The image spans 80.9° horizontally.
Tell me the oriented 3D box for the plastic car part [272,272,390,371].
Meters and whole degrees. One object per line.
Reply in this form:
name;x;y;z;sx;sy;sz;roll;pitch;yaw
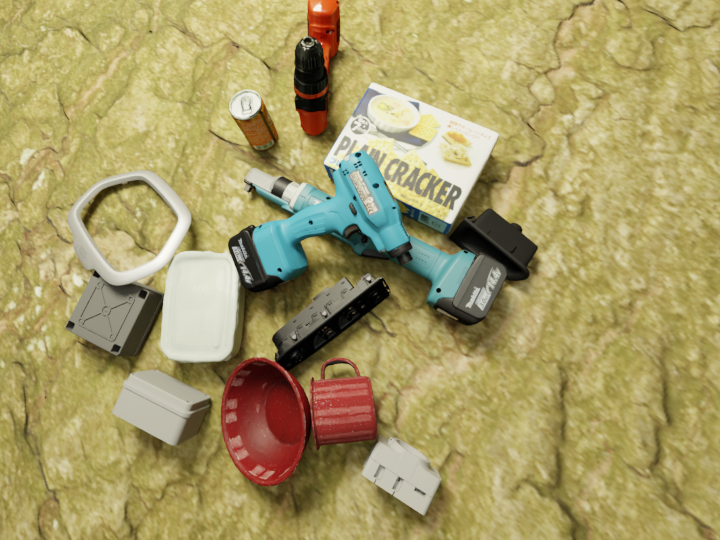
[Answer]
plastic car part;-0.054;0.069;0.621;0.202;0.064;0.070;-42;67;-3

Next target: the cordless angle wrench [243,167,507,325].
cordless angle wrench;-0.003;-0.061;0.643;0.437;0.072;0.098;29;84;16

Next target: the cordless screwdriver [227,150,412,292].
cordless screwdriver;-0.058;-0.038;0.597;0.254;0.072;0.161;-28;84;23

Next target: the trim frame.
trim frame;-0.385;-0.078;0.696;0.182;0.026;0.260;-41;63;-16

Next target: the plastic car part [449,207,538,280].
plastic car part;0.202;-0.045;0.614;0.119;0.065;0.070;38;70;11
